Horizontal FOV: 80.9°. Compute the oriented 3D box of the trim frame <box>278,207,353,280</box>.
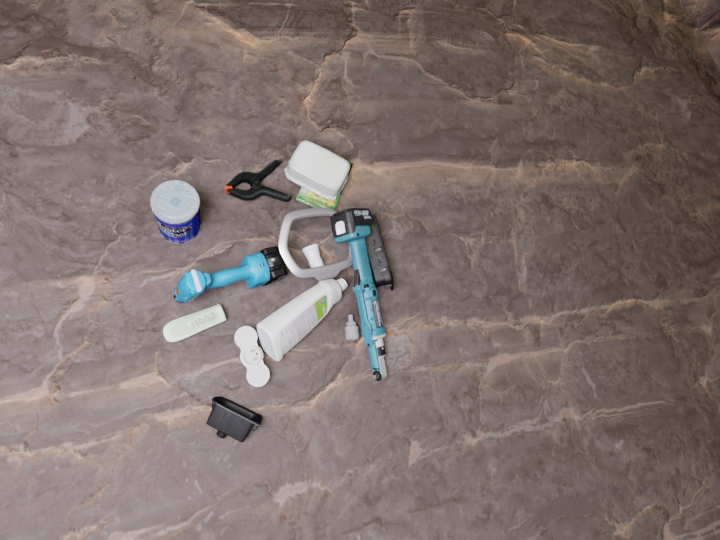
[{"bbox_3d":[-0.104,-0.068,1.059,0.238,0.028,0.186,-13,83,-44],"label":"trim frame"}]

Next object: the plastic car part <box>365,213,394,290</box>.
[{"bbox_3d":[0.041,-0.042,1.114,0.066,0.066,0.207,-16,77,-11],"label":"plastic car part"}]

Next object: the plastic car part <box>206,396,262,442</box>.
[{"bbox_3d":[-0.278,0.327,0.910,0.116,0.066,0.071,24,82,-4],"label":"plastic car part"}]

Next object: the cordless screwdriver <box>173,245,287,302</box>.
[{"bbox_3d":[-0.304,0.019,0.978,0.240,0.163,0.075,-17,83,-36],"label":"cordless screwdriver"}]

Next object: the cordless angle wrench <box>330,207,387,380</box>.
[{"bbox_3d":[0.012,0.058,1.052,0.093,0.077,0.426,-4,81,-49],"label":"cordless angle wrench"}]
